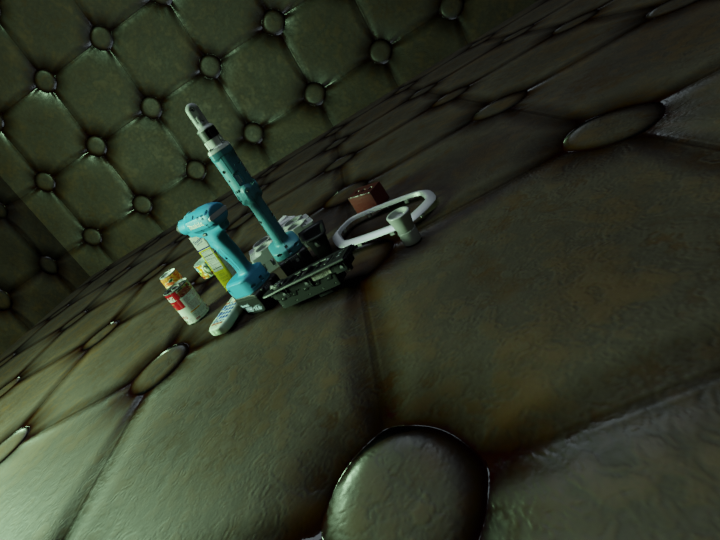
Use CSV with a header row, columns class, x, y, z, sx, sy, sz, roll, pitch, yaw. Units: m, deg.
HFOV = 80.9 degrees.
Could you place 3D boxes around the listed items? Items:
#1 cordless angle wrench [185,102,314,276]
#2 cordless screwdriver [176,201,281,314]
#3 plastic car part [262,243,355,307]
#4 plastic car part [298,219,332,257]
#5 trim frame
class,x,y,z,sx,sy,sz,roll,pitch,yaw
cordless angle wrench,-0.247,-0.174,0.924,0.074,0.409,0.102,-34,19,-7
cordless screwdriver,-0.281,-0.023,0.888,0.166,0.241,0.074,-12,28,43
plastic car part,-0.092,0.019,0.791,0.208,0.065,0.067,-21,24,26
plastic car part,-0.092,-0.060,0.937,0.066,0.068,0.120,-32,23,1
trim frame,0.046,-0.111,0.916,0.256,0.026,0.185,-20,27,27
